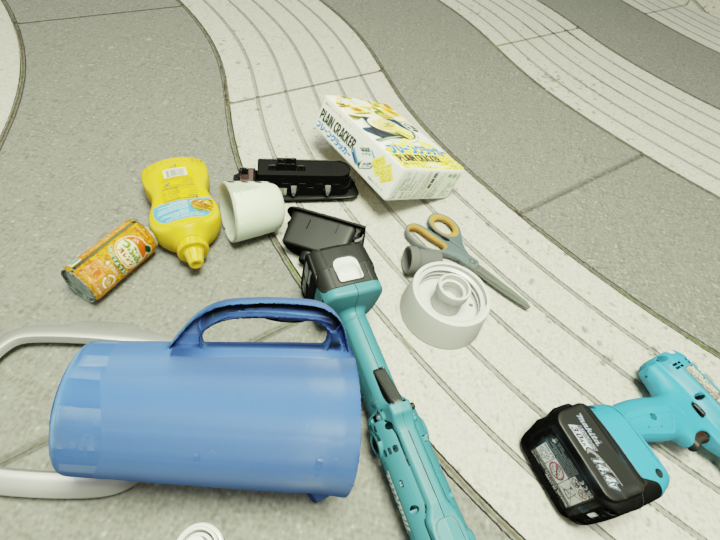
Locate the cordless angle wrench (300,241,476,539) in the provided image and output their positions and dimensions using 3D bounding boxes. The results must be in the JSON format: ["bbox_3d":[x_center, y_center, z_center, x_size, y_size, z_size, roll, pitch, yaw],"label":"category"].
[{"bbox_3d":[0.038,0.162,0.417,0.072,0.096,0.442,-12,56,-20],"label":"cordless angle wrench"}]

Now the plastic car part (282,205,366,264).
[{"bbox_3d":[-0.058,-0.038,0.591,0.119,0.064,0.072,15,64,9],"label":"plastic car part"}]

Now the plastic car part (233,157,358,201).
[{"bbox_3d":[-0.101,-0.150,0.677,0.200,0.065,0.069,2,43,-10],"label":"plastic car part"}]

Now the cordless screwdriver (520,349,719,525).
[{"bbox_3d":[0.308,0.187,0.434,0.242,0.073,0.167,-13,53,-23],"label":"cordless screwdriver"}]

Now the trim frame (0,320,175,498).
[{"bbox_3d":[-0.292,0.129,0.435,0.247,0.027,0.190,2,51,-3],"label":"trim frame"}]
